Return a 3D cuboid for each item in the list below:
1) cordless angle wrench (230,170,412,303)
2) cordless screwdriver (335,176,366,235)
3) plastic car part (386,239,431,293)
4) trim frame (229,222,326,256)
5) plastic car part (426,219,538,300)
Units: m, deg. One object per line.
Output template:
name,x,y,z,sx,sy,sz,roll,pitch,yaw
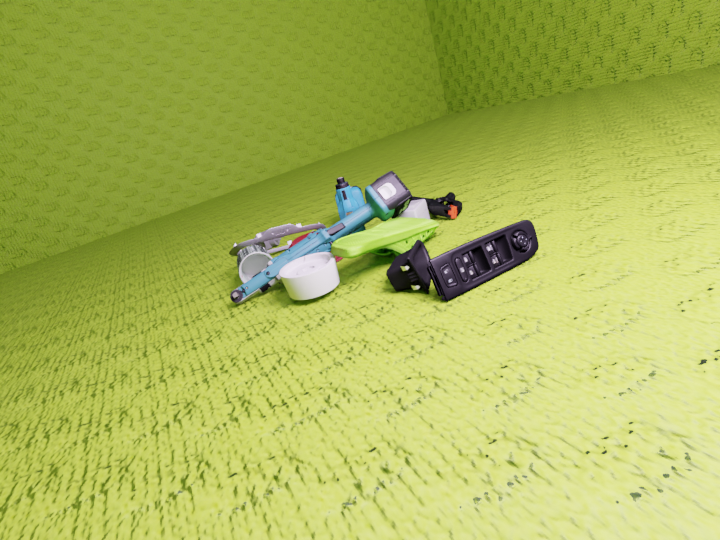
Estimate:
cordless angle wrench,-0.086,-0.056,0.879,0.420,0.076,0.096,-34,-11,-7
cordless screwdriver,-0.029,-0.174,1.082,0.075,0.155,0.253,-15,18,4
plastic car part,0.078,-0.002,0.717,0.072,0.065,0.116,-25,13,21
trim frame,-0.203,-0.075,1.046,0.245,0.028,0.185,-14,-7,-13
plastic car part,0.191,-0.018,0.665,0.200,0.067,0.067,-24,-6,-13
